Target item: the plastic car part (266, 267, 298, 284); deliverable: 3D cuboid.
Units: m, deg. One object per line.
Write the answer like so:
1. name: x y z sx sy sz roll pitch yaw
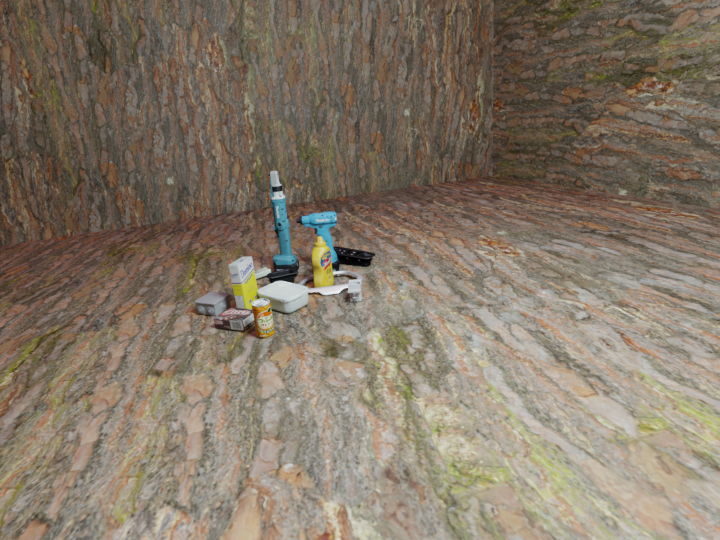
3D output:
1. plastic car part: -0.292 0.039 1.570 0.113 0.069 0.069 -16 21 -28

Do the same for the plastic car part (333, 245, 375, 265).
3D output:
1. plastic car part: -0.036 -0.055 1.760 0.212 0.066 0.065 6 21 30

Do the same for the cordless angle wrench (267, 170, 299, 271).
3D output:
1. cordless angle wrench: -0.319 -0.190 1.704 0.100 0.415 0.074 -1 17 14

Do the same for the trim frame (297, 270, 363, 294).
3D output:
1. trim frame: -0.114 0.044 1.565 0.248 0.027 0.188 -7 19 -2

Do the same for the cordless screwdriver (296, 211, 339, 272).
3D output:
1. cordless screwdriver: -0.164 -0.107 1.681 0.160 0.244 0.075 -4 16 4
